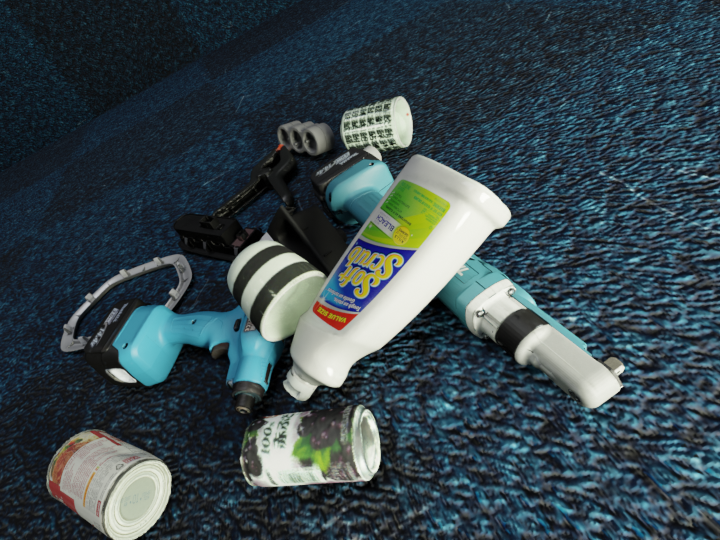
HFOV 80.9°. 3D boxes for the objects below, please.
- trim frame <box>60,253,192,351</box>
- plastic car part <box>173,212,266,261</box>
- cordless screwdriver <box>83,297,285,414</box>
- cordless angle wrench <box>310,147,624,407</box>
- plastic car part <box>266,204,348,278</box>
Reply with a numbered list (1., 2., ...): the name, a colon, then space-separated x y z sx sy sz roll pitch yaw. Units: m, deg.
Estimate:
1. trim frame: -0.378 0.049 0.681 0.253 0.026 0.190 -16 42 14
2. plastic car part: -0.245 -0.059 0.693 0.214 0.063 0.066 8 58 40
3. cordless screwdriver: -0.204 0.094 0.493 0.255 0.071 0.163 -10 42 17
4. cordless angle wrench: 0.069 -0.023 0.455 0.097 0.071 0.447 -34 41 -6
5. plastic car part: -0.051 -0.034 0.527 0.070 0.118 0.066 -38 -7 -33
